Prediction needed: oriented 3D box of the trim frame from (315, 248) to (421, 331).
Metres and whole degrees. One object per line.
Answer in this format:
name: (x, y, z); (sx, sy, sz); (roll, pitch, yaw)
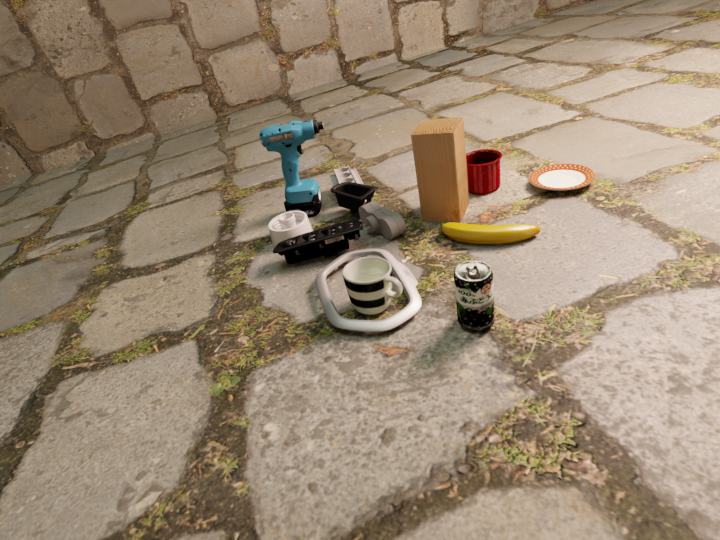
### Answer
trim frame: (0.012, 0.031, 0.793); (0.183, 0.026, 0.260); (-20, 34, -5)

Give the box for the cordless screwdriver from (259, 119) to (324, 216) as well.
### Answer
cordless screwdriver: (-0.148, -0.261, 1.088); (0.162, 0.239, 0.076); (-8, 32, 10)

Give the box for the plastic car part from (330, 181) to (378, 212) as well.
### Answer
plastic car part: (-0.015, -0.178, 1.066); (0.123, 0.068, 0.065); (19, 45, 41)

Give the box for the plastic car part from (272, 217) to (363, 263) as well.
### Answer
plastic car part: (-0.091, -0.060, 0.932); (0.205, 0.064, 0.068); (-11, 33, 7)
